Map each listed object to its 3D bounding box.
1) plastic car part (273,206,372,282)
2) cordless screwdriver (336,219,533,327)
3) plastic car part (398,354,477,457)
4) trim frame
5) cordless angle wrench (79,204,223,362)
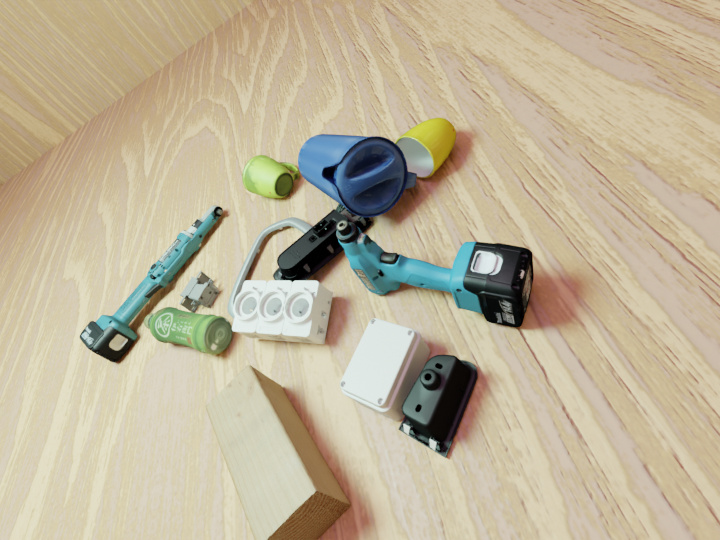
[{"bbox_3d":[-0.074,-0.048,0.756,0.202,0.064,0.069,-43,63,-9],"label":"plastic car part"},{"bbox_3d":[0.089,-0.007,0.568,0.262,0.150,0.075,9,61,36],"label":"cordless screwdriver"},{"bbox_3d":[0.089,0.147,0.508,0.070,0.067,0.117,16,70,39],"label":"plastic car part"},{"bbox_3d":[-0.175,-0.005,0.832,0.192,0.026,0.252,-3,57,31],"label":"trim frame"},{"bbox_3d":[-0.464,0.008,0.987,0.103,0.070,0.422,17,65,41],"label":"cordless angle wrench"}]
